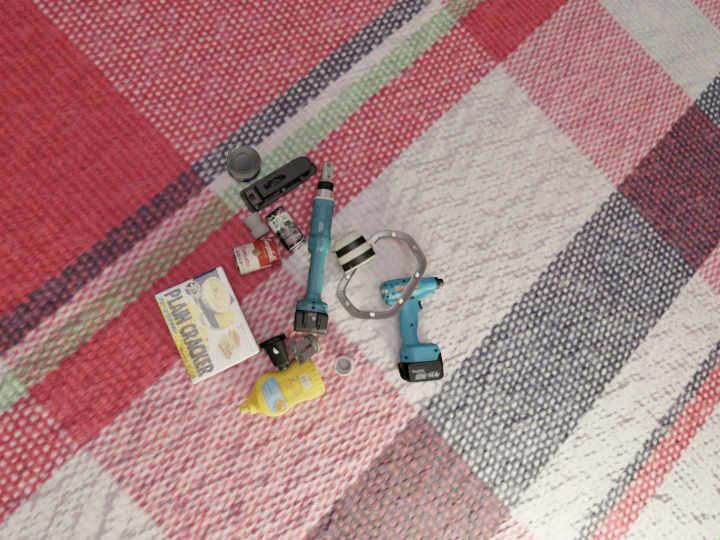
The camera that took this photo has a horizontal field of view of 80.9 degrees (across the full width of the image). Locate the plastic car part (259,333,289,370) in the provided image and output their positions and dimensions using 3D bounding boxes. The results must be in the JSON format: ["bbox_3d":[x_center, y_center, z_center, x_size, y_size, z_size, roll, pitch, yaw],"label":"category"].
[{"bbox_3d":[-0.185,0.186,0.946,0.065,0.118,0.071,-23,93,-14],"label":"plastic car part"}]

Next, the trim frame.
[{"bbox_3d":[0.048,0.007,1.021,0.193,0.026,0.248,28,77,28],"label":"trim frame"}]

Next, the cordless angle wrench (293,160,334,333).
[{"bbox_3d":[-0.099,-0.065,1.015,0.074,0.098,0.428,7,77,-8],"label":"cordless angle wrench"}]

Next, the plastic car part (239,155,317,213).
[{"bbox_3d":[-0.198,-0.224,1.040,0.201,0.067,0.067,-34,83,-15],"label":"plastic car part"}]

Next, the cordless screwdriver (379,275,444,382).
[{"bbox_3d":[0.148,0.137,1.027,0.157,0.074,0.252,-9,79,-10],"label":"cordless screwdriver"}]
